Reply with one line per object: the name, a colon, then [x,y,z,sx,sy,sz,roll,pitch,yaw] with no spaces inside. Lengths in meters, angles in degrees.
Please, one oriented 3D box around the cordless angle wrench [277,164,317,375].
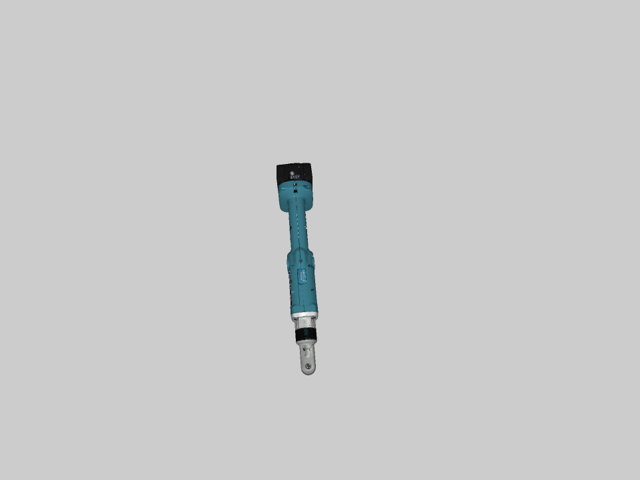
cordless angle wrench: [-0.039,0.047,0.841,0.074,0.421,0.098,-4,-22,-3]
